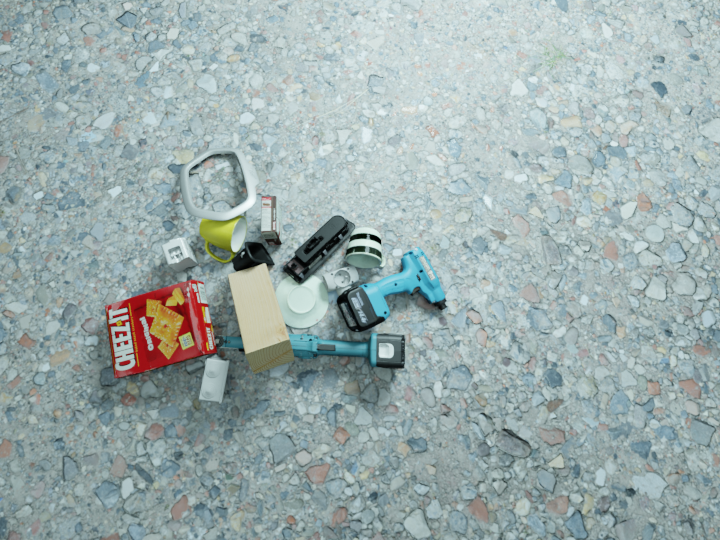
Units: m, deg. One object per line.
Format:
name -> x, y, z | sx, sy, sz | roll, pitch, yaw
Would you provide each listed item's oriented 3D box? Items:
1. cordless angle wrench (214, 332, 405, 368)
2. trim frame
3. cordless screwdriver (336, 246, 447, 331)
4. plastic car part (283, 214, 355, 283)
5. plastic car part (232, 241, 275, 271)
cordless angle wrench -> -0.118, 0.170, 0.945 | 0.425, 0.096, 0.075 | 3, 78, 2
trim frame -> -0.339, -0.212, 1.016 | 0.182, 0.026, 0.260 | -18, 55, -8
cordless screwdriver -> 0.080, 0.065, 0.967 | 0.244, 0.075, 0.160 | -29, 86, -23
plastic car part -> -0.099, -0.065, 1.011 | 0.070, 0.064, 0.201 | 37, 71, 29
plastic car part -> -0.259, -0.024, 0.977 | 0.071, 0.113, 0.067 | -37, 82, 12
